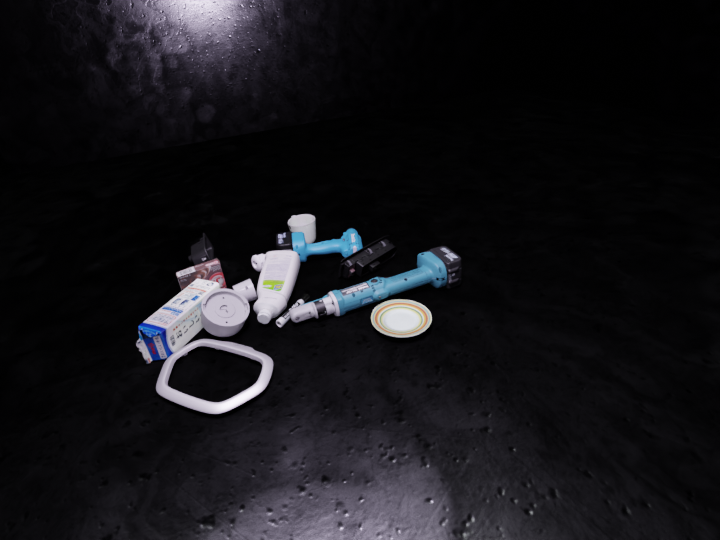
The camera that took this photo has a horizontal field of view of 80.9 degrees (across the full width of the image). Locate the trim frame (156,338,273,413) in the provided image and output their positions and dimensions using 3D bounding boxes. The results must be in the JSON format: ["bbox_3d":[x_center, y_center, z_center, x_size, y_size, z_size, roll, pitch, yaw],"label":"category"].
[{"bbox_3d":[-0.293,0.204,0.851,0.259,0.026,0.183,6,34,25],"label":"trim frame"}]

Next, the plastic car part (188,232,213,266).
[{"bbox_3d":[-0.494,-0.052,1.302,0.071,0.063,0.122,-25,35,-1],"label":"plastic car part"}]

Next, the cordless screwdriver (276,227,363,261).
[{"bbox_3d":[-0.121,-0.079,1.242,0.249,0.072,0.164,-3,30,0],"label":"cordless screwdriver"}]

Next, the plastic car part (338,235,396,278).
[{"bbox_3d":[0.030,-0.035,1.141,0.071,0.064,0.198,27,44,30],"label":"plastic car part"}]

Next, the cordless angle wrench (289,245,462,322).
[{"bbox_3d":[0.036,0.045,1.002,0.417,0.072,0.103,-18,31,-12],"label":"cordless angle wrench"}]
